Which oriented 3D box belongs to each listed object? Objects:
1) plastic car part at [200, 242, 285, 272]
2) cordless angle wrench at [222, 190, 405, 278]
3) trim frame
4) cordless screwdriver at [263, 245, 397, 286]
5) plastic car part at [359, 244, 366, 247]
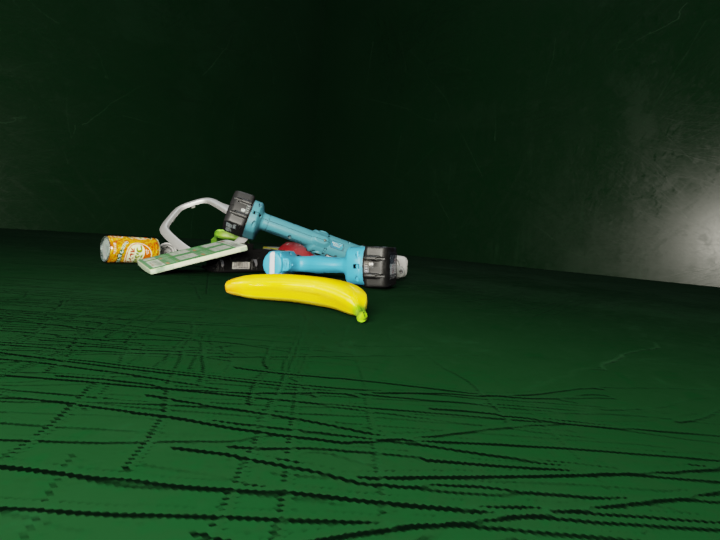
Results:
[{"bbox_3d":[-0.235,-0.024,0.906,0.193,0.067,0.069,5,-5,-45],"label":"plastic car part"},{"bbox_3d":[-0.092,-0.060,0.945,0.415,0.075,0.099,20,-18,-10],"label":"cordless angle wrench"},{"bbox_3d":[-0.365,-0.104,1.004,0.262,0.026,0.181,29,55,33],"label":"trim frame"},{"bbox_3d":[-0.053,-0.012,0.844,0.256,0.074,0.155,2,3,16],"label":"cordless screwdriver"},{"bbox_3d":[-0.014,-0.036,1.071,0.071,0.068,0.111,-46,-24,27],"label":"plastic car part"}]
